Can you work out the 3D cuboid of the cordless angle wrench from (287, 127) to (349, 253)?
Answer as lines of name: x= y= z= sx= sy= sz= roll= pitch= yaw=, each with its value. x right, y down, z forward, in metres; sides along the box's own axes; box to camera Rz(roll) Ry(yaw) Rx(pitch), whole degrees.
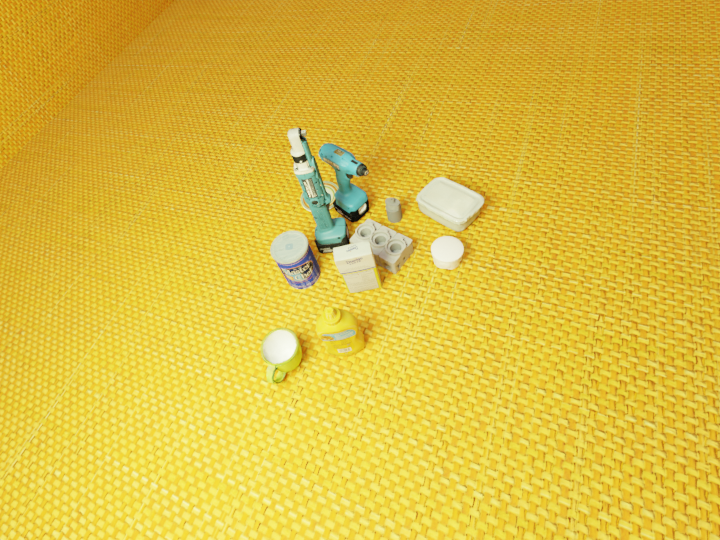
cordless angle wrench: x=-0.112 y=-0.192 z=1.075 sx=0.100 sy=0.404 sz=0.076 roll=-5 pitch=56 yaw=9

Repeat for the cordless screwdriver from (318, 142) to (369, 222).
cordless screwdriver: x=-0.025 y=-0.234 z=1.183 sx=0.074 sy=0.238 sz=0.168 roll=-43 pitch=58 yaw=-17
